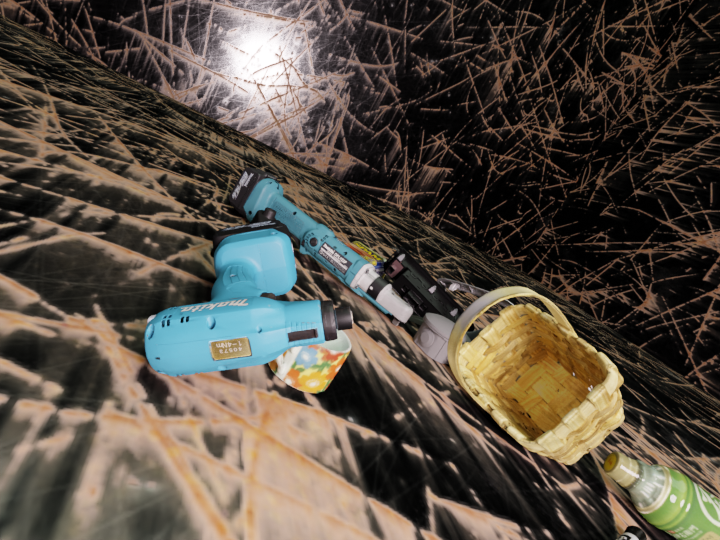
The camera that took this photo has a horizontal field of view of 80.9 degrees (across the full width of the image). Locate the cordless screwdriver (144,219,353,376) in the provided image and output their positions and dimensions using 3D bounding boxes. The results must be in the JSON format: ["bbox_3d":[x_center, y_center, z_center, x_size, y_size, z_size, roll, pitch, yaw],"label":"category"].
[{"bbox_3d":[-0.096,0.013,0.428,0.159,0.072,0.255,-9,21,-2],"label":"cordless screwdriver"}]

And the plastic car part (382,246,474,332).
[{"bbox_3d":[0.120,0.053,0.768,0.206,0.066,0.065,44,33,8],"label":"plastic car part"}]

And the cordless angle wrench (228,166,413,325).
[{"bbox_3d":[-0.077,-0.050,0.783,0.442,0.098,0.071,38,13,24],"label":"cordless angle wrench"}]

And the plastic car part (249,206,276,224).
[{"bbox_3d":[-0.167,-0.071,0.720,0.063,0.071,0.121,24,18,-24],"label":"plastic car part"}]

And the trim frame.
[{"bbox_3d":[0.223,0.094,0.750,0.261,0.027,0.177,18,-35,56],"label":"trim frame"}]
